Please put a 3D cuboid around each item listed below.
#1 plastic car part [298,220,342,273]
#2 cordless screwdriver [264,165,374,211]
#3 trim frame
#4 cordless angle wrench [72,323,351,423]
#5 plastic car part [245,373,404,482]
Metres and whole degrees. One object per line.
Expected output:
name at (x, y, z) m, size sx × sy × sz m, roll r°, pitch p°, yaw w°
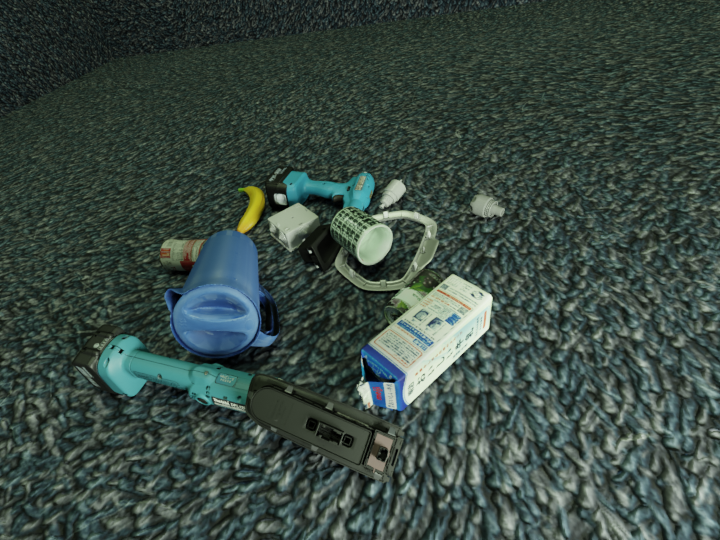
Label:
plastic car part at (-0.084, -0.055, 0.855) m, size 0.074 × 0.063 × 0.116 m, roll -4°, pitch 35°, yaw 31°
cordless screwdriver at (-0.101, -0.173, 0.982) m, size 0.256 × 0.071 × 0.161 m, roll 6°, pitch 43°, yaw 15°
trim frame at (0.056, -0.049, 0.831) m, size 0.192 × 0.026 × 0.248 m, roll 10°, pitch 44°, yaw 23°
cordless angle wrench at (-0.217, 0.165, 0.612) m, size 0.436 × 0.094 × 0.075 m, roll 8°, pitch 46°, yaw 18°
plastic car part at (-0.053, 0.188, 0.510) m, size 0.208 × 0.065 × 0.066 m, roll 19°, pitch 83°, yaw 13°
